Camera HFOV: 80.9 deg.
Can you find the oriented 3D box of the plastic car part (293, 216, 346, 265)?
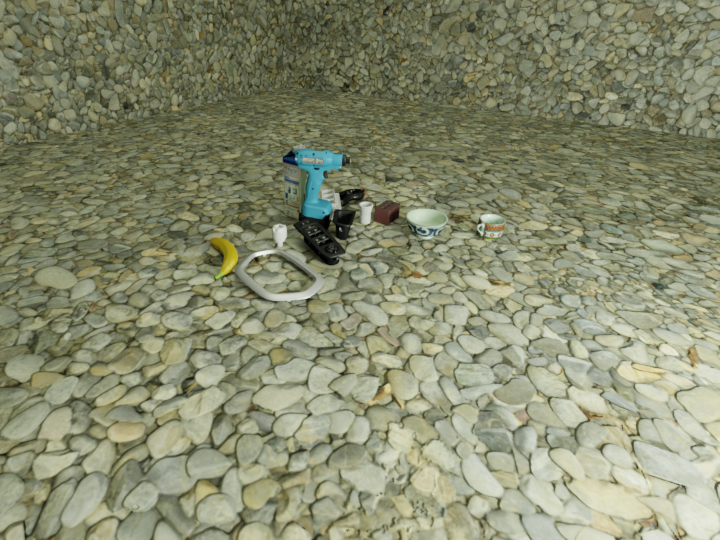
[{"bbox_3d":[-0.114,-0.075,1.168,0.064,0.065,0.215,-17,36,-28],"label":"plastic car part"}]

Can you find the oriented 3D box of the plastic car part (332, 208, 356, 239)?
[{"bbox_3d":[-0.052,-0.129,1.253,0.067,0.069,0.119,4,32,3],"label":"plastic car part"}]

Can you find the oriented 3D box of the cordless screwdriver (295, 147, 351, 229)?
[{"bbox_3d":[-0.112,-0.239,1.264,0.162,0.242,0.075,8,31,9],"label":"cordless screwdriver"}]

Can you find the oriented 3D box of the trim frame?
[{"bbox_3d":[-0.206,0.008,1.071,0.179,0.027,0.263,-26,41,-36],"label":"trim frame"}]
